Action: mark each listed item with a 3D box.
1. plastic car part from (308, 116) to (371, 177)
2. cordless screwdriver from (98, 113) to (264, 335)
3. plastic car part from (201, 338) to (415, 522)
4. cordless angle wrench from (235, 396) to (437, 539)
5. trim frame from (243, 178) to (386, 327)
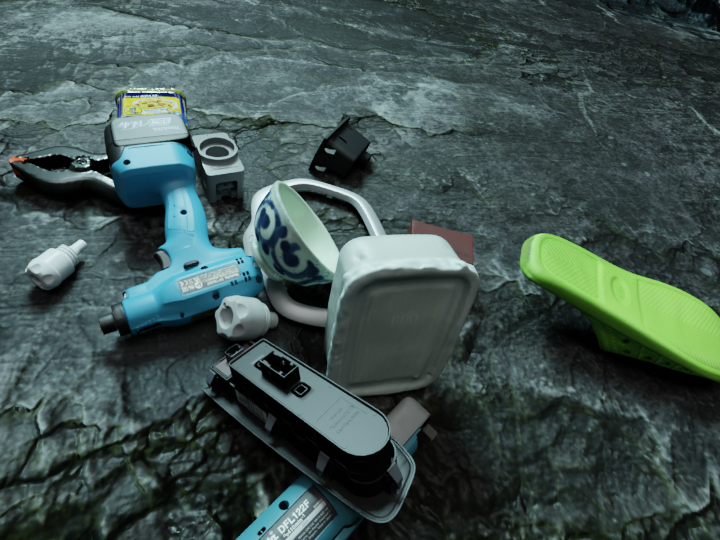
[{"bbox_3d":[-0.019,-0.186,0.656,0.071,0.066,0.116,37,46,-1],"label":"plastic car part"},{"bbox_3d":[-0.225,-0.055,0.463,0.155,0.074,0.257,-20,67,-27],"label":"cordless screwdriver"},{"bbox_3d":[-0.047,0.105,0.337,0.214,0.065,0.064,24,34,35],"label":"plastic car part"},{"bbox_3d":[-0.085,0.217,0.268,0.102,0.073,0.413,39,50,22],"label":"cordless angle wrench"},{"bbox_3d":[-0.052,-0.034,0.528,0.179,0.027,0.259,-6,52,-18],"label":"trim frame"}]
